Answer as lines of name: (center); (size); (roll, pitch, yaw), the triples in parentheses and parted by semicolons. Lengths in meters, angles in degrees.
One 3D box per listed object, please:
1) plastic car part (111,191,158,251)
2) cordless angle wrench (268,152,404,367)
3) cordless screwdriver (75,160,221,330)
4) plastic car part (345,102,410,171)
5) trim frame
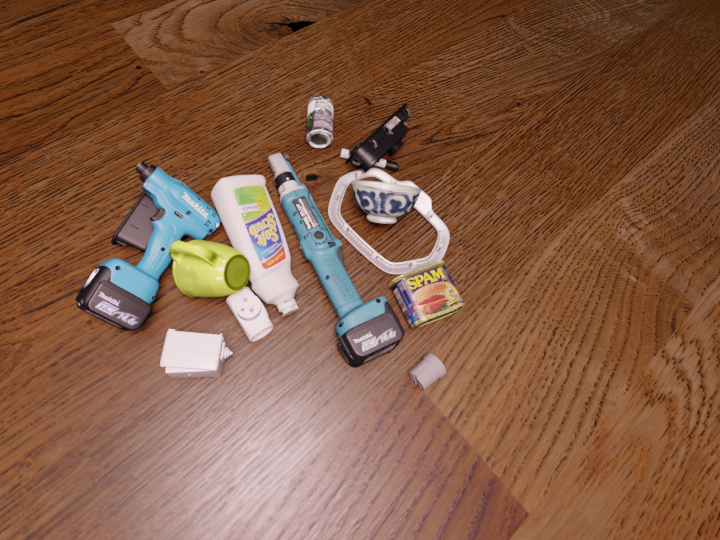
plastic car part: (-0.364, -0.078, 0.728); (0.069, 0.067, 0.117); (25, 67, -12)
cordless angle wrench: (-0.072, -0.047, 0.734); (0.096, 0.073, 0.439); (-22, 66, -17)
cordless screwdriver: (-0.344, -0.042, 0.662); (0.152, 0.077, 0.250); (43, 58, -29)
plastic car part: (0.042, -0.254, 0.839); (0.066, 0.068, 0.200); (50, 55, -7)
trim frame: (0.053, -0.100, 0.795); (0.182, 0.027, 0.257); (-39, 72, -23)
